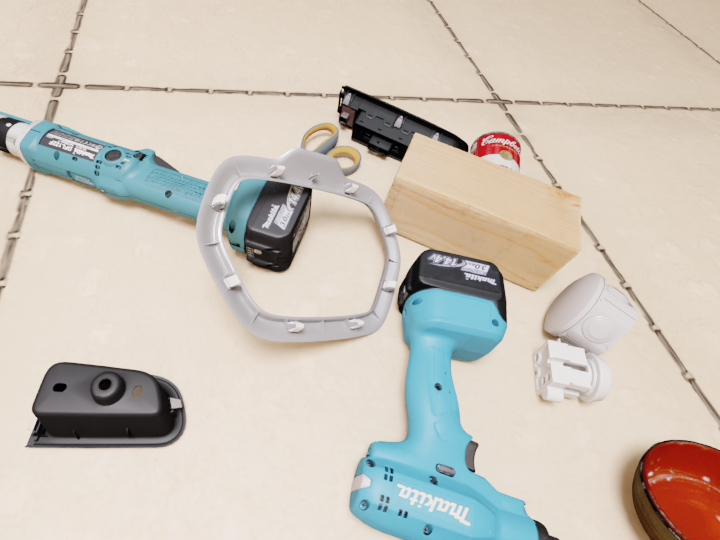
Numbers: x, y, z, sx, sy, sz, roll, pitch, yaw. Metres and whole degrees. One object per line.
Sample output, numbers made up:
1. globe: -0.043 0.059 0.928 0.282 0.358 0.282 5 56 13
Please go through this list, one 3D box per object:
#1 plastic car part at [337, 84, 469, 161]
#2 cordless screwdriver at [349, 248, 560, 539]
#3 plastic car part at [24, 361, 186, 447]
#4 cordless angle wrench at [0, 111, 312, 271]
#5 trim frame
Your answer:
1. plastic car part: 0.054 -0.190 0.599 0.205 0.065 0.067 23 63 5
2. cordless screwdriver: 0.094 0.108 0.380 0.160 0.073 0.252 15 56 2
3. plastic car part: -0.199 0.100 0.330 0.115 0.069 0.068 4 56 -6
4. cordless angle wrench: -0.265 -0.111 0.474 0.428 0.073 0.099 18 60 6
5. trim frame: -0.040 -0.026 0.409 0.236 0.028 0.187 5 73 -40
